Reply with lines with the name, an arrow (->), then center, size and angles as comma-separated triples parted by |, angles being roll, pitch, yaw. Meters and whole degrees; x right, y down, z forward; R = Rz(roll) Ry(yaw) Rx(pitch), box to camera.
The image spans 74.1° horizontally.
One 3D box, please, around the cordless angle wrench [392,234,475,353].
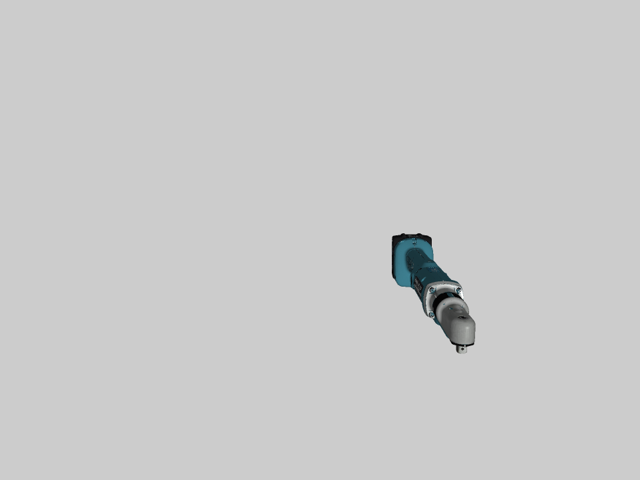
cordless angle wrench -> 0.168, 0.065, 0.660 | 0.074, 0.098, 0.422 | 0, 9, 4
